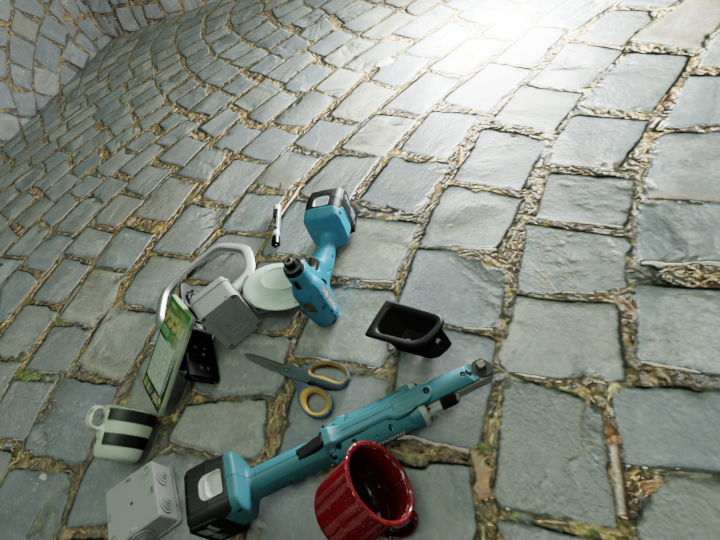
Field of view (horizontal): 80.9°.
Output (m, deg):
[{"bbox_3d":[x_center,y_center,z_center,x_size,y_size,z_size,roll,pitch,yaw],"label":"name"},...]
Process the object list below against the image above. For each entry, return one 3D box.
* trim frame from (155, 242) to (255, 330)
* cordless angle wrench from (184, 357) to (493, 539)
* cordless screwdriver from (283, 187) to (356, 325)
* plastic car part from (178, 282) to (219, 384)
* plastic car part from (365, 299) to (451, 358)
[{"bbox_3d":[-0.325,0.035,0.883,0.247,0.026,0.195,-42,47,-11],"label":"trim frame"},{"bbox_3d":[-0.020,0.220,0.552,0.423,0.093,0.078,-26,47,0],"label":"cordless angle wrench"},{"bbox_3d":[-0.072,-0.047,0.736,0.076,0.151,0.254,-8,49,19],"label":"cordless screwdriver"},{"bbox_3d":[-0.310,0.117,0.774,0.068,0.062,0.212,-38,53,23],"label":"plastic car part"},{"bbox_3d":[0.078,0.095,0.605,0.123,0.067,0.066,10,58,49],"label":"plastic car part"}]
